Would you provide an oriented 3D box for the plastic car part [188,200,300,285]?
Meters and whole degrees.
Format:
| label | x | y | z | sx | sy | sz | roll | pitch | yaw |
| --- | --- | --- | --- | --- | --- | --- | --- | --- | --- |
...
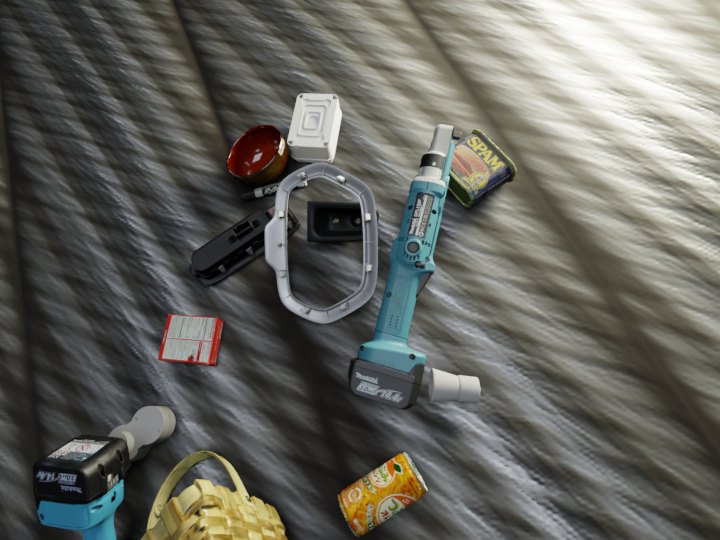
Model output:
| label | x | y | z | sx | sy | sz | roll | pitch | yaw |
| --- | --- | --- | --- | --- | --- | --- | --- | --- | --- |
| plastic car part | -0.202 | -0.047 | 0.707 | 0.203 | 0.065 | 0.068 | -36 | 78 | -2 |

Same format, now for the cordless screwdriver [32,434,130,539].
| label | x | y | z | sx | sy | sz | roll | pitch | yaw |
| --- | --- | --- | --- | --- | --- | --- | --- | --- | --- |
| cordless screwdriver | -0.364 | 0.349 | 0.547 | 0.163 | 0.073 | 0.248 | -7 | 93 | 14 |

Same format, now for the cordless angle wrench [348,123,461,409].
| label | x | y | z | sx | sy | sz | roll | pitch | yaw |
| --- | --- | --- | --- | --- | --- | --- | --- | --- | --- |
| cordless angle wrench | 0.078 | -0.025 | 0.619 | 0.100 | 0.072 | 0.426 | 12 | 78 | 12 |

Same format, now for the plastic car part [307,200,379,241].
| label | x | y | z | sx | sy | sz | roll | pitch | yaw |
| --- | --- | --- | --- | --- | --- | --- | --- | --- | --- |
| plastic car part | -0.021 | -0.079 | 0.680 | 0.120 | 0.069 | 0.065 | 3 | 98 | 19 |

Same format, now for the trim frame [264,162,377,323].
| label | x | y | z | sx | sy | sz | roll | pitch | yaw |
| --- | --- | --- | --- | --- | --- | --- | --- | --- | --- |
| trim frame | -0.064 | -0.042 | 0.651 | 0.191 | 0.027 | 0.247 | 1 | 94 | 23 |
